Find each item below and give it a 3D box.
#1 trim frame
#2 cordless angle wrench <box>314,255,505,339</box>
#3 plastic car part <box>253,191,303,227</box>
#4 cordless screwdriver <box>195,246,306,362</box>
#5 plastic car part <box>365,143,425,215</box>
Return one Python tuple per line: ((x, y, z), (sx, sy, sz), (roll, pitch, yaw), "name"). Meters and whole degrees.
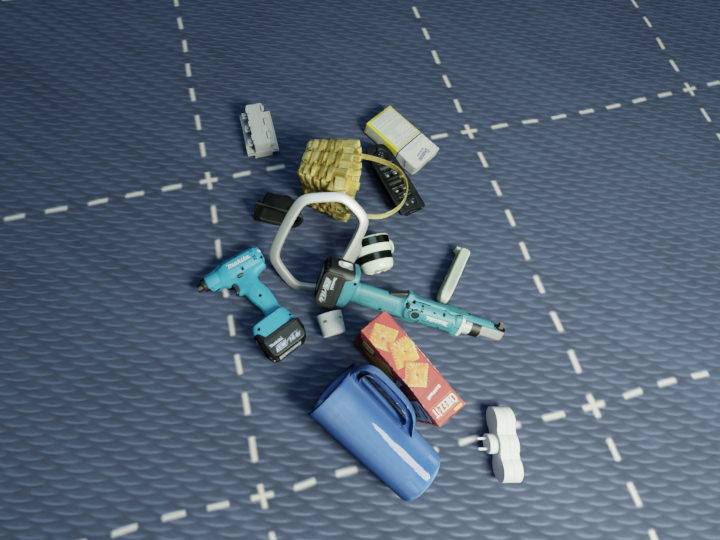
((-0.089, -0.058, 0.912), (0.180, 0.028, 0.248), (26, 110, -11), "trim frame")
((0.112, 0.080, 0.912), (0.418, 0.076, 0.097), (18, 114, -6), "cordless angle wrench")
((-0.189, -0.149, 1.003), (0.116, 0.065, 0.072), (12, 56, -4), "plastic car part")
((-0.233, 0.081, 0.905), (0.157, 0.073, 0.257), (-31, 71, -14), "cordless screwdriver")
((0.078, -0.221, 1.035), (0.066, 0.066, 0.207), (-25, 77, -7), "plastic car part")
